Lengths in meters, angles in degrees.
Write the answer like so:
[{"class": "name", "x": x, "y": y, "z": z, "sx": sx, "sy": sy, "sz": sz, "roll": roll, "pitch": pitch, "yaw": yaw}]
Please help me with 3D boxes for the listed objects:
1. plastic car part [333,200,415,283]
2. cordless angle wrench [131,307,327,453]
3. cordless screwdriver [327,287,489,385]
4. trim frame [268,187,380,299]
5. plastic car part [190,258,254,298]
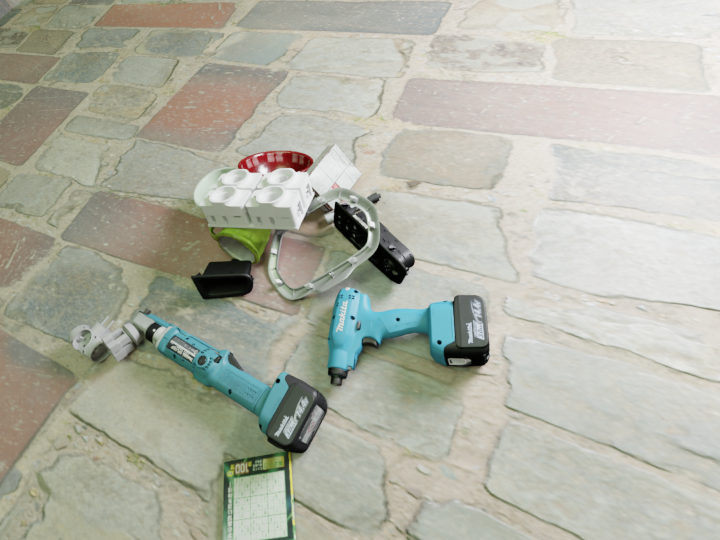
[{"class": "plastic car part", "x": 0.027, "y": -0.055, "z": 0.783, "sx": 0.065, "sy": 0.065, "sz": 0.214, "roll": -19, "pitch": 51, "yaw": -29}, {"class": "cordless angle wrench", "x": -0.256, "y": 0.162, "z": 0.725, "sx": 0.443, "sy": 0.071, "sz": 0.098, "roll": 20, "pitch": 66, "yaw": 28}, {"class": "cordless screwdriver", "x": 0.068, "y": 0.110, "z": 0.660, "sx": 0.257, "sy": 0.071, "sz": 0.162, "roll": 0, "pitch": 60, "yaw": 20}, {"class": "trim frame", "x": -0.076, "y": -0.050, "z": 0.781, "sx": 0.252, "sy": 0.026, "sz": 0.191, "roll": -30, "pitch": 63, "yaw": 18}, {"class": "plastic car part", "x": -0.259, "y": 0.008, "z": 0.827, "sx": 0.118, "sy": 0.063, "sz": 0.073, "roll": -7, "pitch": 44, "yaw": 7}]
